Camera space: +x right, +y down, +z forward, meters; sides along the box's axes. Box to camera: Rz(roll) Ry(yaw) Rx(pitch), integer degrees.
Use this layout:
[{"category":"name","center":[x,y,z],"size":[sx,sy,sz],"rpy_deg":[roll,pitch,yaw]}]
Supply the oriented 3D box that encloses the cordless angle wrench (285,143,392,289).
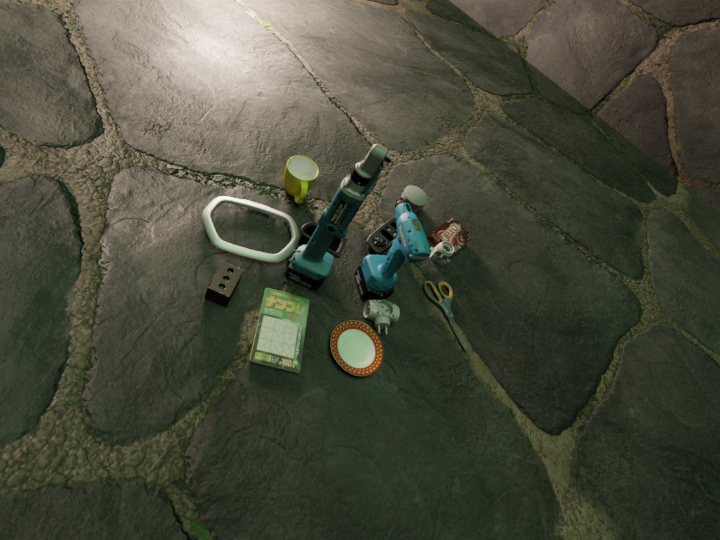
[{"category":"cordless angle wrench","center":[-0.052,-0.101,0.877],"size":[0.097,0.423,0.075],"rpy_deg":[29,50,-8]}]

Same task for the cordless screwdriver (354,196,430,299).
[{"category":"cordless screwdriver","center":[0.067,-0.044,1.001],"size":[0.072,0.249,0.165],"rpy_deg":[3,57,-26]}]

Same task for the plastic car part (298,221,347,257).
[{"category":"plastic car part","center":[-0.104,-0.068,1.061],"size":[0.116,0.071,0.066],"rpy_deg":[28,50,-4]}]

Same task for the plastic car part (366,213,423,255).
[{"category":"plastic car part","center":[0.084,-0.099,1.168],"size":[0.068,0.067,0.198],"rpy_deg":[46,51,9]}]

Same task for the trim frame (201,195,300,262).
[{"category":"trim frame","center":[-0.267,-0.105,1.045],"size":[0.242,0.027,0.189],"rpy_deg":[13,52,-15]}]
